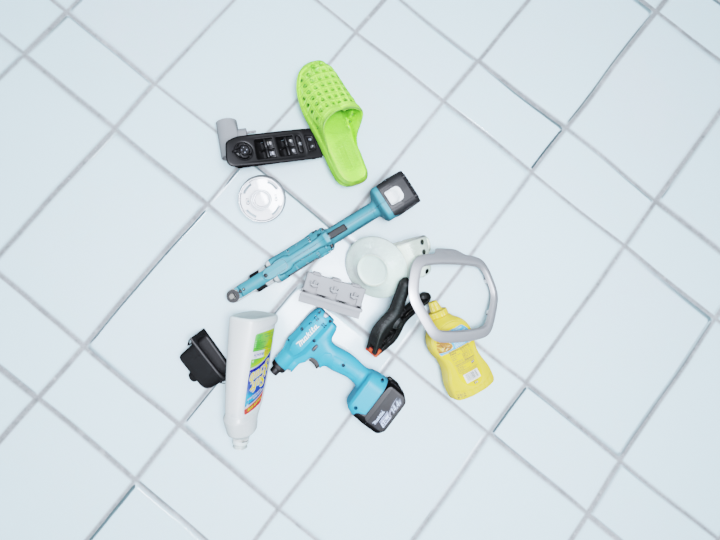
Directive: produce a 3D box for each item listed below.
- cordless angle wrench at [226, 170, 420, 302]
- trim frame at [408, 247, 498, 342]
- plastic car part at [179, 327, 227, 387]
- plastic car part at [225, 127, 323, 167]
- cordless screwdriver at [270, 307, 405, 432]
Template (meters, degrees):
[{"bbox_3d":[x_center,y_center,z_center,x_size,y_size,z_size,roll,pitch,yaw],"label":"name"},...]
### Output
[{"bbox_3d":[-0.083,-0.054,0.847,0.422,0.098,0.074,-32,90,-2],"label":"cordless angle wrench"},{"bbox_3d":[0.185,0.045,0.825,0.238,0.028,0.186,0,77,-31],"label":"trim frame"},{"bbox_3d":[-0.306,0.184,0.823,0.071,0.066,0.116,-33,92,8],"label":"plastic car part"},{"bbox_3d":[-0.181,-0.243,0.854,0.196,0.070,0.066,-16,95,-31],"label":"plastic car part"},{"bbox_3d":[-0.046,0.210,0.824,0.251,0.073,0.159,42,89,5],"label":"cordless screwdriver"}]
